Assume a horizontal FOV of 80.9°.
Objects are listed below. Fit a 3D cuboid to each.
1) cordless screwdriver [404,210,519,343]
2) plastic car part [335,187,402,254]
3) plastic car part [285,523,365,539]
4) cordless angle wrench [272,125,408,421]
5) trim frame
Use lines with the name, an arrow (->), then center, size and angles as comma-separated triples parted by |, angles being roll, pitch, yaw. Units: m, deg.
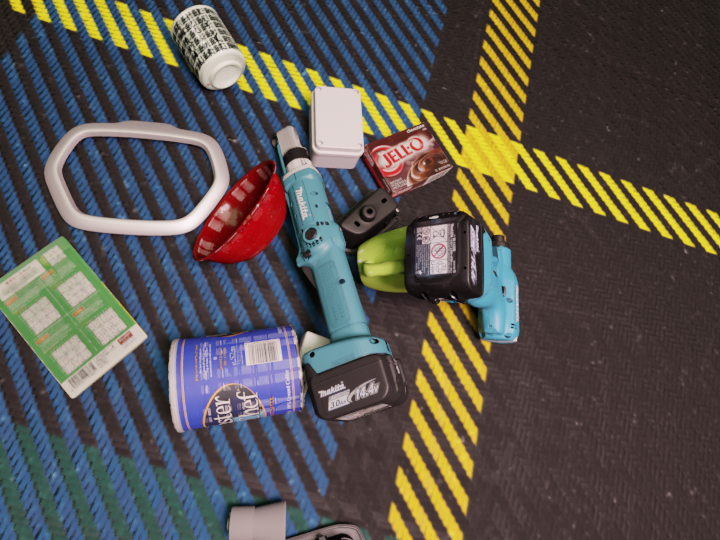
cordless screwdriver -> 0.147, -0.008, 0.542 | 0.077, 0.235, 0.162 | -7, 66, 35
plastic car part -> 0.009, -0.075, 0.608 | 0.115, 0.071, 0.067 | -41, 84, -22
plastic car part -> -0.081, 0.337, 0.462 | 0.199, 0.066, 0.068 | -10, 69, -16
cordless angle wrench -> -0.053, -0.035, 0.547 | 0.099, 0.070, 0.439 | -26, 60, 15
trim frame -> -0.313, -0.136, 0.600 | 0.245, 0.027, 0.187 | 1, 73, -7
